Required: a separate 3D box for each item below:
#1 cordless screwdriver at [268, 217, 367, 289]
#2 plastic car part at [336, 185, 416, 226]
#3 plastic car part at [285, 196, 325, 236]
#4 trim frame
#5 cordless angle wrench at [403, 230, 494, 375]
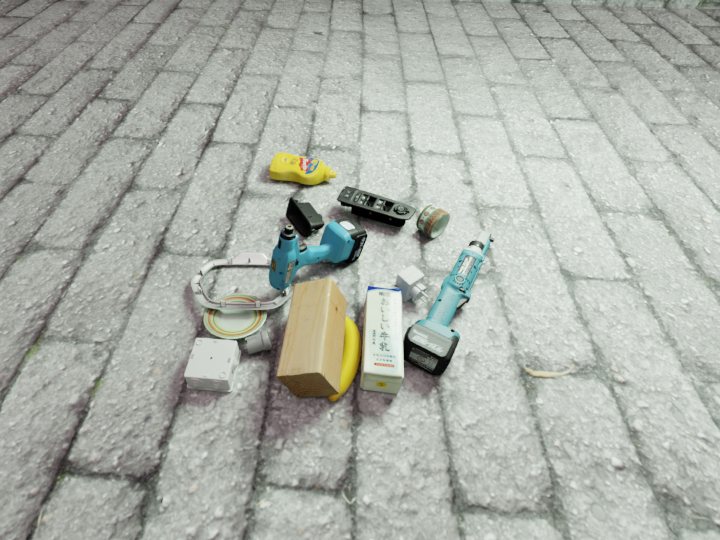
[{"bbox_3d":[-0.092,-0.060,0.945,0.241,0.156,0.078,-24,54,-39],"label":"cordless screwdriver"},{"bbox_3d":[0.040,-0.160,1.114,0.209,0.065,0.066,16,42,17],"label":"plastic car part"},{"bbox_3d":[-0.137,-0.138,1.105,0.068,0.065,0.122,-18,53,-36],"label":"plastic car part"},{"bbox_3d":[-0.262,0.021,0.965,0.249,0.027,0.190,-1,39,0],"label":"trim frame"},{"bbox_3d":[0.216,0.038,0.943,0.101,0.072,0.420,23,50,17],"label":"cordless angle wrench"}]
